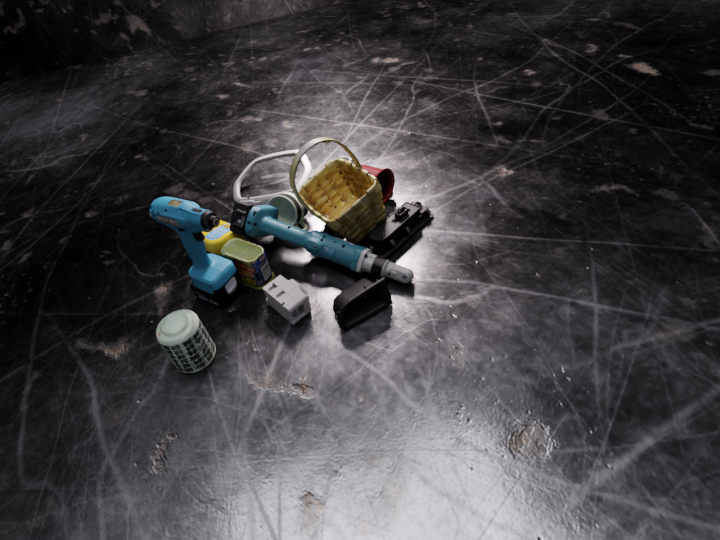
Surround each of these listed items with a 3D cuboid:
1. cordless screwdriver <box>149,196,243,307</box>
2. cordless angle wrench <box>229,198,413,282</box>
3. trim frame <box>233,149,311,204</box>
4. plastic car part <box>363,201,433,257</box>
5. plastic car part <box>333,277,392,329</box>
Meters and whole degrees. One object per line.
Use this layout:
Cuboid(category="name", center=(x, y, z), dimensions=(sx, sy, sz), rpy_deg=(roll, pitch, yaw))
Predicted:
Cuboid(category="cordless screwdriver", center=(-0.300, -0.032, 0.829), dimensions=(0.167, 0.238, 0.074), rpy_deg=(15, 49, 29))
Cuboid(category="cordless angle wrench", center=(-0.090, -0.059, 0.916), dimensions=(0.439, 0.073, 0.095), rpy_deg=(21, 17, 20))
Cuboid(category="trim frame", center=(-0.241, -0.246, 1.141), dimensions=(0.257, 0.026, 0.188), rpy_deg=(-4, 59, 23))
Cuboid(category="plastic car part", center=(0.083, -0.099, 0.947), dimensions=(0.069, 0.064, 0.201), rpy_deg=(33, 62, 27))
Cuboid(category="plastic car part", center=(-0.008, 0.055, 0.819), dimensions=(0.115, 0.063, 0.075), rpy_deg=(-28, 32, -12))
